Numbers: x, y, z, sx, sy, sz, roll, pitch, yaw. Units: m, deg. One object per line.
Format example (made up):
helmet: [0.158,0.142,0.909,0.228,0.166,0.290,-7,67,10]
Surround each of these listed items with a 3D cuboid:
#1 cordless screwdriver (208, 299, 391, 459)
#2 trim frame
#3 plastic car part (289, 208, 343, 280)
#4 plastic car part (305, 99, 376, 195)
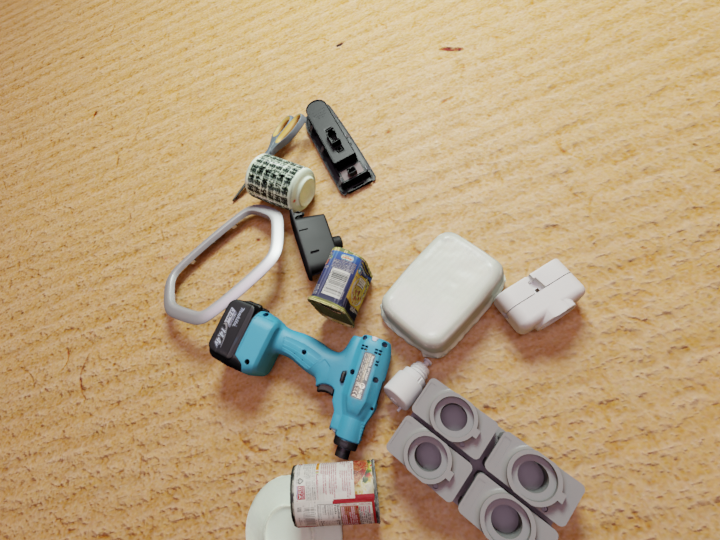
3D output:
cordless screwdriver: [-0.094,0.142,0.597,0.257,0.071,0.160,15,73,18]
trim frame: [-0.226,-0.015,0.702,0.248,0.026,0.195,-43,49,-3]
plastic car part: [-0.066,-0.043,0.676,0.070,0.064,0.121,-20,67,-9]
plastic car part: [-0.050,-0.230,0.748,0.067,0.064,0.212,-32,60,9]
